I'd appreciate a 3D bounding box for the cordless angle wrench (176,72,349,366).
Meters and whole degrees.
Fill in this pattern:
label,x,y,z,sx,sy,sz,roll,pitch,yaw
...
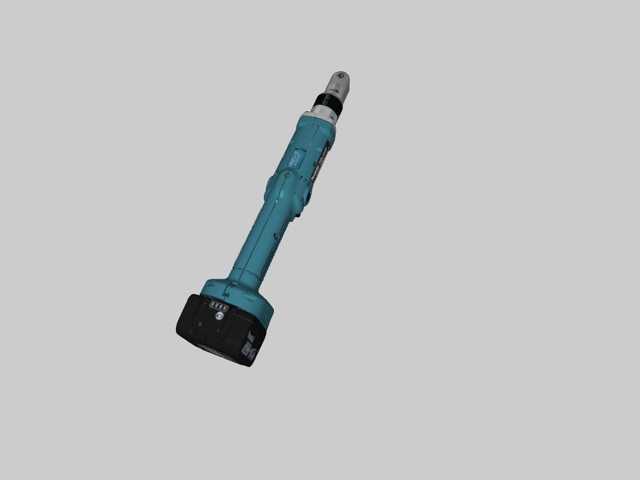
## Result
label,x,y,z,sx,sy,sz,roll,pitch,yaw
cordless angle wrench,-0.040,-0.060,0.536,0.074,0.421,0.098,18,-23,11
